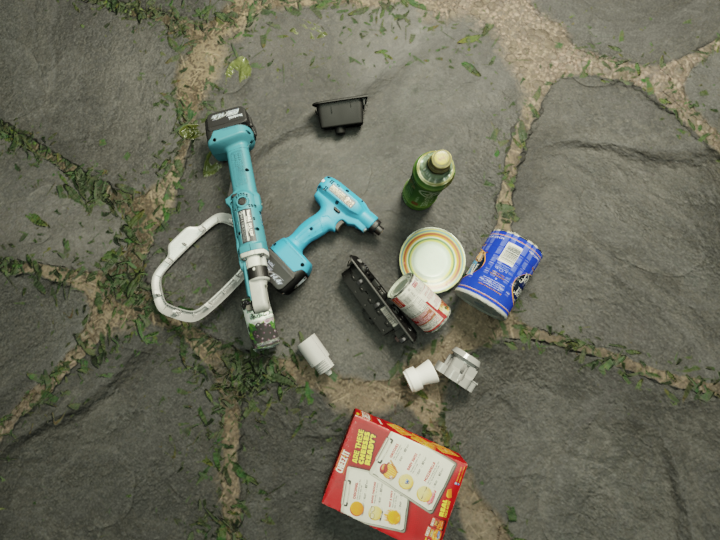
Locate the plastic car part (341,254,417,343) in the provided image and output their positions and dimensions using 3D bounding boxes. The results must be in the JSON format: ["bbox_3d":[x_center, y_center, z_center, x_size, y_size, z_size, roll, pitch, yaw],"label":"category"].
[{"bbox_3d":[0.030,0.060,0.829,0.068,0.064,0.206,-36,82,22],"label":"plastic car part"}]

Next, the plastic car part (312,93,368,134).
[{"bbox_3d":[-0.039,-0.325,0.893,0.117,0.066,0.070,-9,97,4],"label":"plastic car part"}]

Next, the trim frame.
[{"bbox_3d":[-0.321,-0.010,0.854,0.248,0.026,0.193,-45,64,0],"label":"trim frame"}]

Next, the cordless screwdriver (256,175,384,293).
[{"bbox_3d":[-0.082,-0.054,0.843,0.162,0.073,0.248,40,82,9],"label":"cordless screwdriver"}]

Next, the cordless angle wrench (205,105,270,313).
[{"bbox_3d":[-0.223,-0.123,0.815,0.098,0.072,0.435,-15,69,0],"label":"cordless angle wrench"}]
